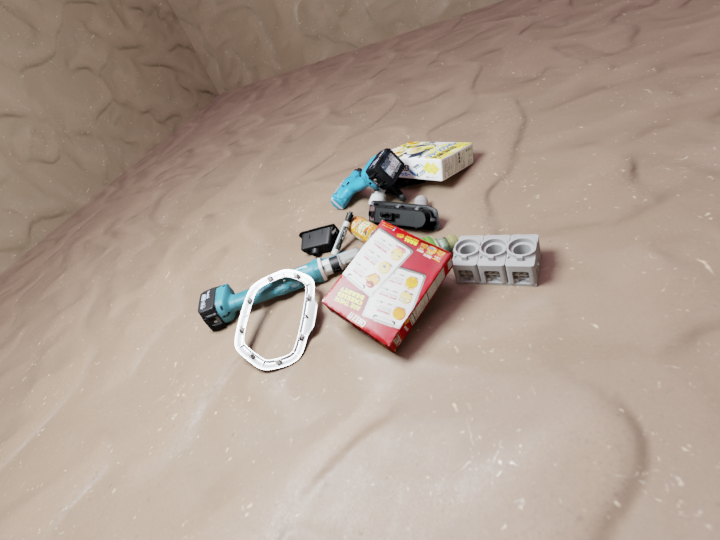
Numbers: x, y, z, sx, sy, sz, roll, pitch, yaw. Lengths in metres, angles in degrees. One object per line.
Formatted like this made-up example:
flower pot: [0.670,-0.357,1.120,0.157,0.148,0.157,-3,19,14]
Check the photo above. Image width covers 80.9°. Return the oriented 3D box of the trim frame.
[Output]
trim frame: [-0.186,0.100,0.947,0.189,0.026,0.254,-1,54,14]

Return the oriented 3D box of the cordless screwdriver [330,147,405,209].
cordless screwdriver: [0.021,-0.273,1.213,0.257,0.072,0.159,-16,37,54]

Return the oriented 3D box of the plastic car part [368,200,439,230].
plastic car part: [0.098,-0.139,1.062,0.214,0.066,0.064,11,7,35]

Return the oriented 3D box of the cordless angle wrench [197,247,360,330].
cordless angle wrench: [-0.195,0.033,1.053,0.426,0.071,0.102,-20,37,5]

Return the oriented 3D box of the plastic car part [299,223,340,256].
plastic car part: [-0.111,-0.073,1.139,0.120,0.062,0.073,-13,52,23]
